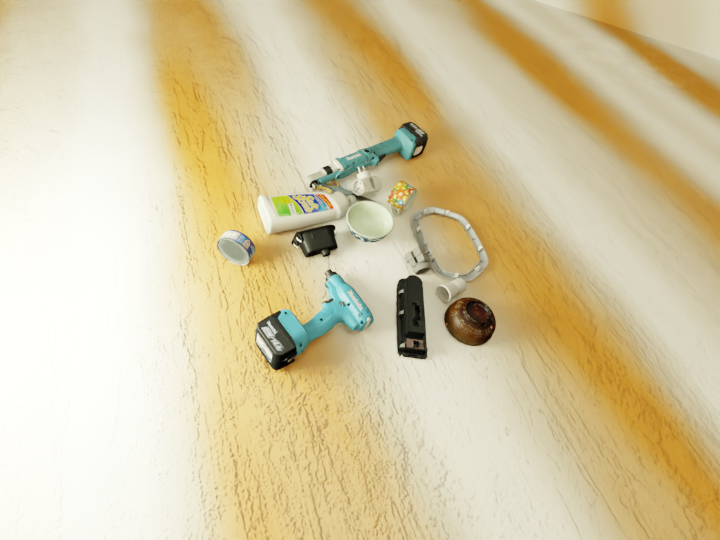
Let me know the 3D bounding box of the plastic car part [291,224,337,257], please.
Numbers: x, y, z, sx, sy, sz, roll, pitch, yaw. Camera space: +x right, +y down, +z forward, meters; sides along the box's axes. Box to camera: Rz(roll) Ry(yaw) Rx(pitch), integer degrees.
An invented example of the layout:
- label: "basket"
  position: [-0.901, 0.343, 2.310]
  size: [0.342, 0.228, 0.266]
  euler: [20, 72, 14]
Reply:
- label: "plastic car part"
  position: [-0.102, -0.066, 1.039]
  size: [0.113, 0.066, 0.073]
  euler: [-13, 73, -22]

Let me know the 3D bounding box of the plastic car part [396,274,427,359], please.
- label: "plastic car part"
  position: [0.116, 0.091, 0.950]
  size: [0.066, 0.065, 0.208]
  euler: [3, 51, -1]

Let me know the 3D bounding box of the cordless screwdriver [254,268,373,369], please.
- label: "cordless screwdriver"
  position: [-0.110, 0.094, 0.906]
  size: [0.242, 0.073, 0.166]
  euler: [-23, 60, -28]

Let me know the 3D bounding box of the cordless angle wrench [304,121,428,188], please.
- label: "cordless angle wrench"
  position: [0.016, -0.328, 1.233]
  size: [0.413, 0.073, 0.102]
  euler: [-29, 64, -26]

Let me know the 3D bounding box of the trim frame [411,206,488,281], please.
- label: "trim frame"
  position: [0.230, -0.077, 1.111]
  size: [0.181, 0.027, 0.258]
  euler: [-8, 57, -13]
